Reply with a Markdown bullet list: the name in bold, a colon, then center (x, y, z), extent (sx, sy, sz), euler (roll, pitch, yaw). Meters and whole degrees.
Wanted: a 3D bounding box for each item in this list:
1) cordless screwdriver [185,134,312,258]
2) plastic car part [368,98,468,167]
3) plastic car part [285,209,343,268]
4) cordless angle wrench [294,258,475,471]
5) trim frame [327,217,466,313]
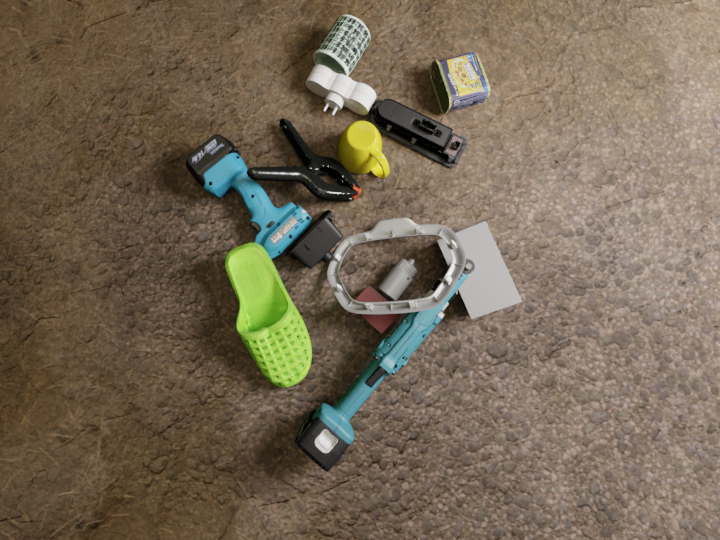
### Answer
- **cordless screwdriver**: center (-0.231, -0.125, 0.805), extent (0.250, 0.074, 0.159), euler (45, 86, 3)
- **plastic car part**: center (0.107, -0.273, 0.816), extent (0.206, 0.066, 0.066), euler (28, 92, 8)
- **plastic car part**: center (-0.078, -0.051, 0.797), extent (0.070, 0.067, 0.116), euler (42, 89, -10)
- **cordless angle wrench**: center (0.052, 0.146, 0.726), extent (0.075, 0.097, 0.423), euler (40, 90, 3)
- **trim frame**: center (0.055, -0.011, 0.745), extent (0.257, 0.026, 0.188), euler (-7, 57, 24)
